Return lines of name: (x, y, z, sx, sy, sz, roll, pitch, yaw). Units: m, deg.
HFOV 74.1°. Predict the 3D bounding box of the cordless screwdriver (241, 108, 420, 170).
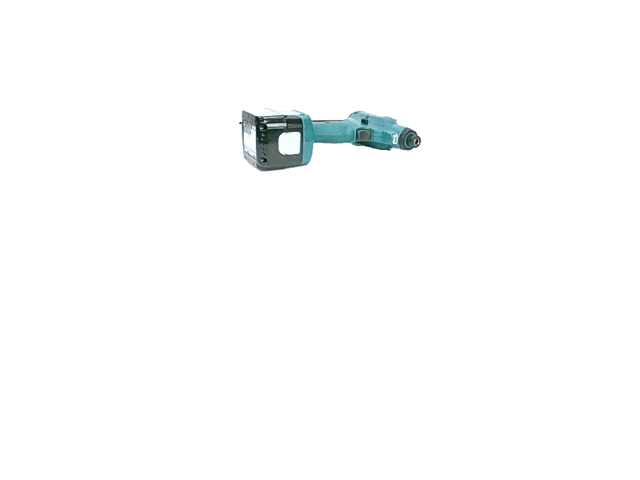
cordless screwdriver: (0.016, -0.155, 0.636, 0.247, 0.074, 0.160, -12, 29, -29)
